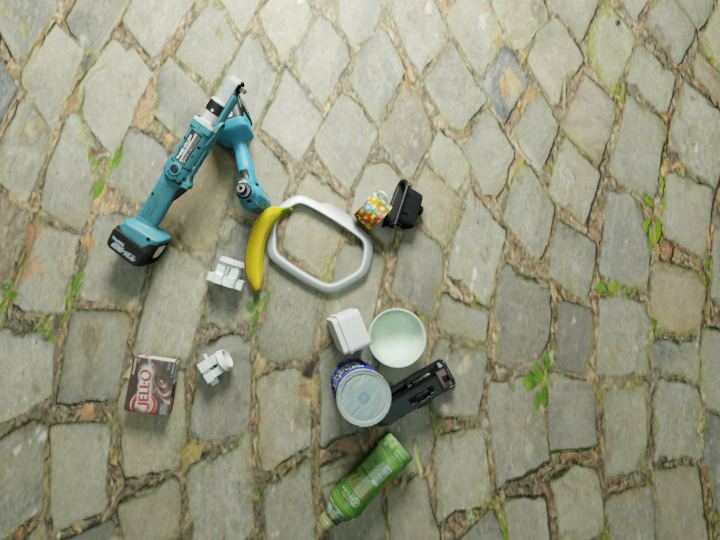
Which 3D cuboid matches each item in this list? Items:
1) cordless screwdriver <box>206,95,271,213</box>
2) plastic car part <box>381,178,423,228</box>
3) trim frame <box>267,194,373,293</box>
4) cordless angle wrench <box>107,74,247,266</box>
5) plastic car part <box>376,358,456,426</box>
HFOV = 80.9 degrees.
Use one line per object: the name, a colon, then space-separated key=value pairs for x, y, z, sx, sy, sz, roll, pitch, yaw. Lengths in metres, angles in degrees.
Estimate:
cordless screwdriver: x=-0.254 y=-0.245 z=0.880 sx=0.074 sy=0.157 sz=0.251 roll=-18 pitch=84 yaw=1
plastic car part: x=0.105 y=-0.139 z=0.942 sx=0.069 sy=0.068 sz=0.117 roll=26 pitch=79 yaw=-18
trim frame: x=-0.091 y=-0.060 z=0.935 sx=0.250 sy=0.027 sz=0.184 roll=31 pitch=84 yaw=2
cordless angle wrench: x=-0.357 y=-0.199 z=0.841 sx=0.098 sy=0.074 sz=0.423 roll=37 pitch=103 yaw=-1
plastic car part: x=0.110 y=0.269 z=0.891 sx=0.202 sy=0.068 sz=0.066 roll=-28 pitch=96 yaw=-3
